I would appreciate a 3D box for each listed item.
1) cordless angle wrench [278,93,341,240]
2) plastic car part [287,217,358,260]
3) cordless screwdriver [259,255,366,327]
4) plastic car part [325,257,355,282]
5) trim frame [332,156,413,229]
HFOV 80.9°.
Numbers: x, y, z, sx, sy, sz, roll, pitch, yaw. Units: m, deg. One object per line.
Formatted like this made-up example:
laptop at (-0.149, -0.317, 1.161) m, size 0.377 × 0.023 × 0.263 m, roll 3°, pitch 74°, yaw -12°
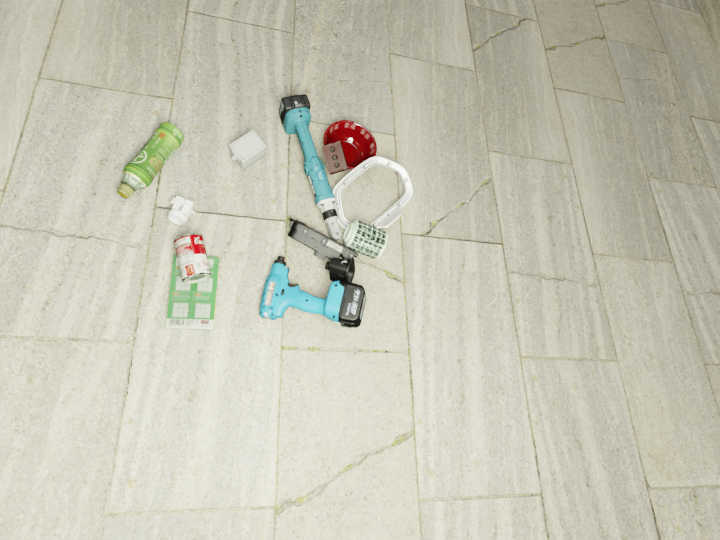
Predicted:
cordless angle wrench at (-0.128, -0.281, 1.166) m, size 0.073 × 0.098 × 0.430 m, roll -15°, pitch 78°, yaw -19°
plastic car part at (-0.109, -0.071, 1.111) m, size 0.202 × 0.067 × 0.067 m, roll 33°, pitch 91°, yaw -3°
cordless screwdriver at (-0.112, 0.050, 1.016) m, size 0.254 × 0.071 × 0.162 m, roll 5°, pitch 68°, yaw 12°
plastic car part at (-0.054, -0.001, 1.074) m, size 0.073 × 0.112 × 0.066 m, roll 14°, pitch 66°, yaw 12°
trim frame at (0.035, -0.208, 1.180) m, size 0.247 × 0.028 × 0.182 m, roll -40°, pitch 94°, yaw -10°
